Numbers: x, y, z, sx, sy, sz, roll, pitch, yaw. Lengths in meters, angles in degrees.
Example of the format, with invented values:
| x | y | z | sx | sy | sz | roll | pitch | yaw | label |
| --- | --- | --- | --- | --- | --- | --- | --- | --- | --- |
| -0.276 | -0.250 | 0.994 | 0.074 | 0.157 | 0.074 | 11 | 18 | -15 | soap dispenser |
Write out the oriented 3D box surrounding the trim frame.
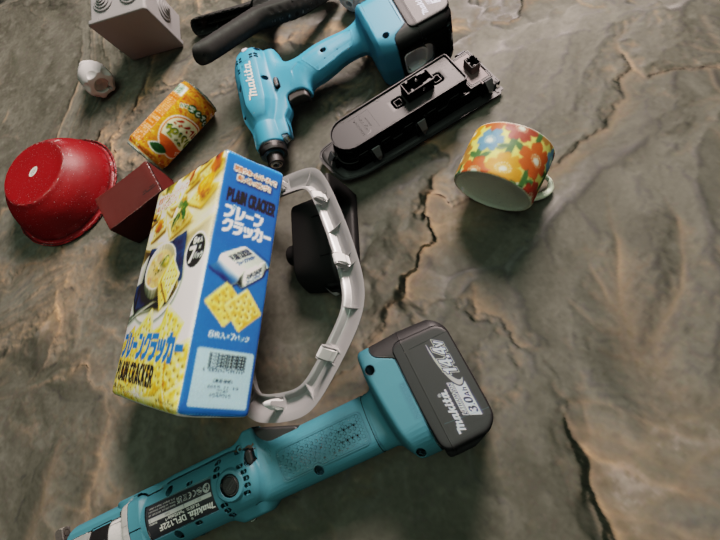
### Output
| x | y | z | sx | sy | sz | roll | pitch | yaw | label |
| --- | --- | --- | --- | --- | --- | --- | --- | --- | --- |
| -0.079 | 0.010 | 0.388 | 0.186 | 0.026 | 0.260 | -41 | 49 | 26 | trim frame |

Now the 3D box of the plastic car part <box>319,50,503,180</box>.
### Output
| x | y | z | sx | sy | sz | roll | pitch | yaw | label |
| --- | --- | --- | --- | --- | --- | --- | --- | --- | --- |
| 0.047 | -0.166 | 0.445 | 0.204 | 0.065 | 0.068 | -32 | 76 | 6 | plastic car part |

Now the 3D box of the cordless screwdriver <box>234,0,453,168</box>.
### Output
| x | y | z | sx | sy | sz | roll | pitch | yaw | label |
| --- | --- | --- | --- | --- | --- | --- | --- | --- | --- |
| -0.022 | -0.221 | 0.476 | 0.253 | 0.071 | 0.164 | -19 | 69 | 13 | cordless screwdriver |

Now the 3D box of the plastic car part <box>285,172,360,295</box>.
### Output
| x | y | z | sx | sy | sz | roll | pitch | yaw | label |
| --- | --- | --- | --- | --- | --- | --- | --- | --- | --- |
| -0.042 | -0.027 | 0.427 | 0.073 | 0.062 | 0.118 | -9 | 73 | 27 | plastic car part |

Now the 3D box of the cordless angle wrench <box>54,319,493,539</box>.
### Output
| x | y | z | sx | sy | sz | roll | pitch | yaw | label |
| --- | --- | --- | --- | --- | --- | --- | --- | --- | --- |
| -0.100 | 0.178 | 0.367 | 0.426 | 0.071 | 0.101 | -28 | 68 | 8 | cordless angle wrench |
